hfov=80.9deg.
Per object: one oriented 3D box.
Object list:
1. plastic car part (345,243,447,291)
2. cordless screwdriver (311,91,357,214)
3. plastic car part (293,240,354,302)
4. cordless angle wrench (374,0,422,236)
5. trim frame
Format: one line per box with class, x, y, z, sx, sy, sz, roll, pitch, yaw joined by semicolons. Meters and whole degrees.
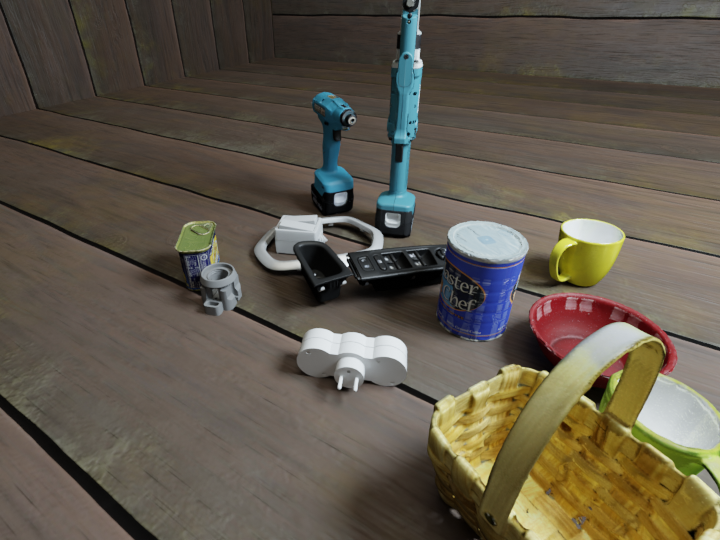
plastic car part;0.080;-0.001;0.693;0.199;0.065;0.069;-10;34;-13
cordless screwdriver;-0.051;-0.235;0.889;0.072;0.241;0.168;-12;35;-21
plastic car part;-0.066;0.007;0.684;0.064;0.069;0.123;-15;36;-22
cordless angle wrench;0.076;-0.263;0.774;0.076;0.411;0.099;8;33;10
trim frame;-0.079;-0.052;0.810;0.245;0.027;0.192;-8;34;-9
